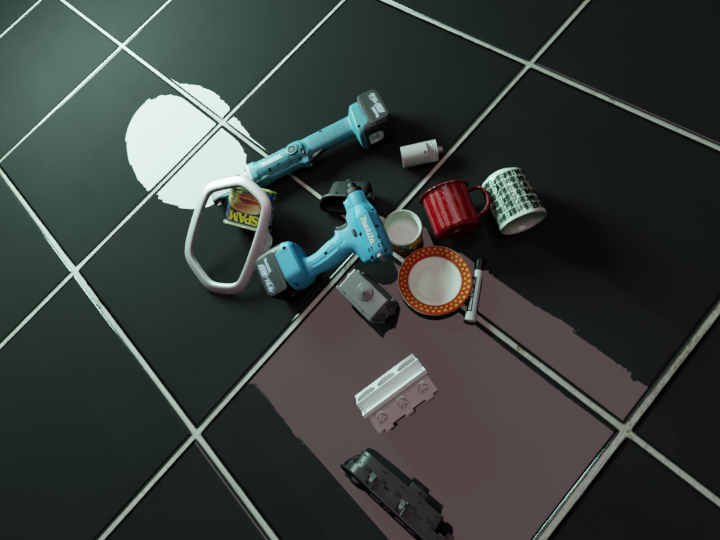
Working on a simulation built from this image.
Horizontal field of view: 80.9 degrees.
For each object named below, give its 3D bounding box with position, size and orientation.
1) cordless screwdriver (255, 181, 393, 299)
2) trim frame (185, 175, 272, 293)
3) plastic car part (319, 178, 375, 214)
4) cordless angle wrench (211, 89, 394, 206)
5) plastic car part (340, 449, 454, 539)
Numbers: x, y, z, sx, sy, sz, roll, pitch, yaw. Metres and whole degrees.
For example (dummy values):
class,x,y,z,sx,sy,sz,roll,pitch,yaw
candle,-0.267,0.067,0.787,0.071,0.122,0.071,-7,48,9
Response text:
class,x,y,z,sx,sy,sz,roll,pitch,yaw
cordless screwdriver,-0.078,-0.051,0.799,0.252,0.071,0.164,-25,72,14
trim frame,-0.268,-0.071,0.860,0.190,0.027,0.247,23,99,16
plastic car part,-0.022,-0.155,0.861,0.121,0.063,0.071,10,58,20
cordless angle wrench,-0.139,-0.248,0.919,0.426,0.071,0.101,-24,67,7
plastic car part,0.058,0.350,0.645,0.211,0.064,0.067,29,69,22
